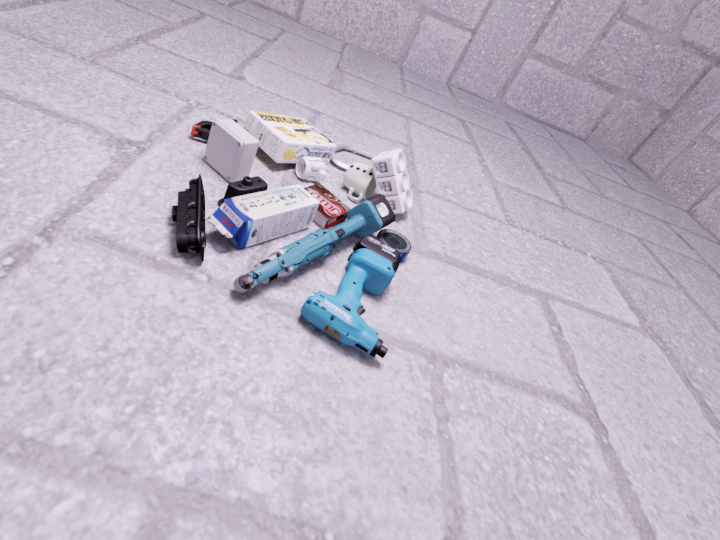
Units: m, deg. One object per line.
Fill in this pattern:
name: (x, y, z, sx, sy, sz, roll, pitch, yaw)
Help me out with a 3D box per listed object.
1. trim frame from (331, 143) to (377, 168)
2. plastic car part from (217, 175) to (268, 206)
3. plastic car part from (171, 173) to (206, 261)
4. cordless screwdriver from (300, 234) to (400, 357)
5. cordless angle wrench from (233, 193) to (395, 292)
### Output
trim frame: (0.015, -0.320, 1.282, 0.244, 0.027, 0.189, 19, 35, -10)
plastic car part: (-0.244, -0.170, 0.910, 0.069, 0.070, 0.113, 40, 35, 20)
plastic car part: (-0.317, -0.100, 0.789, 0.065, 0.065, 0.213, -4, 44, -22)
cordless screwdriver: (0.012, 0.044, 0.786, 0.162, 0.074, 0.247, 30, 40, 7)
cordless angle wrench: (-0.083, -0.054, 0.844, 0.412, 0.101, 0.074, -33, 95, -44)
